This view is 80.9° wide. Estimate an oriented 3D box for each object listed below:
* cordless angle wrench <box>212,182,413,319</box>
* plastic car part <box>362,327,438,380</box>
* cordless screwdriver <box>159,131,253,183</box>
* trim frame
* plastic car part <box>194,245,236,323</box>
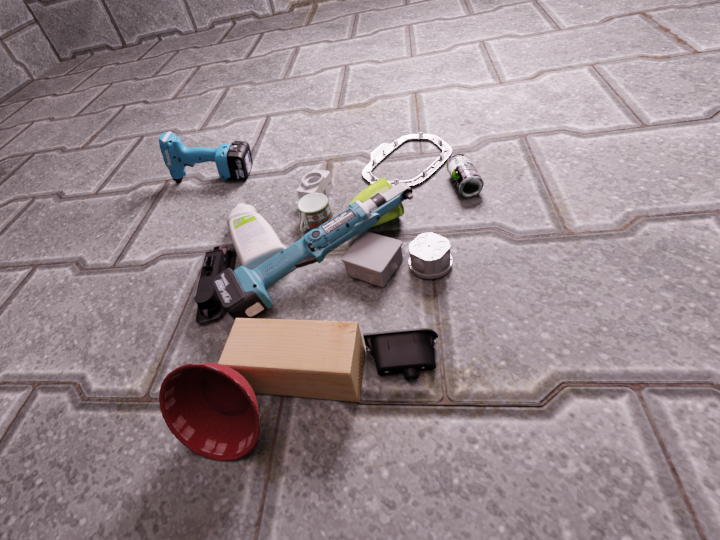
[{"bbox_3d":[-0.080,-0.052,0.819,0.421,0.071,0.103,-33,55,-6],"label":"cordless angle wrench"},{"bbox_3d":[0.066,0.133,0.653,0.118,0.063,0.073,-5,60,7],"label":"plastic car part"},{"bbox_3d":[-0.432,-0.300,1.191,0.250,0.155,0.076,8,49,3],"label":"cordless screwdriver"},{"bbox_3d":[0.115,-0.283,1.067,0.195,0.026,0.246,26,60,36],"label":"trim frame"},{"bbox_3d":[-0.304,0.016,0.876,0.066,0.064,0.210,-7,47,-2],"label":"plastic car part"}]
